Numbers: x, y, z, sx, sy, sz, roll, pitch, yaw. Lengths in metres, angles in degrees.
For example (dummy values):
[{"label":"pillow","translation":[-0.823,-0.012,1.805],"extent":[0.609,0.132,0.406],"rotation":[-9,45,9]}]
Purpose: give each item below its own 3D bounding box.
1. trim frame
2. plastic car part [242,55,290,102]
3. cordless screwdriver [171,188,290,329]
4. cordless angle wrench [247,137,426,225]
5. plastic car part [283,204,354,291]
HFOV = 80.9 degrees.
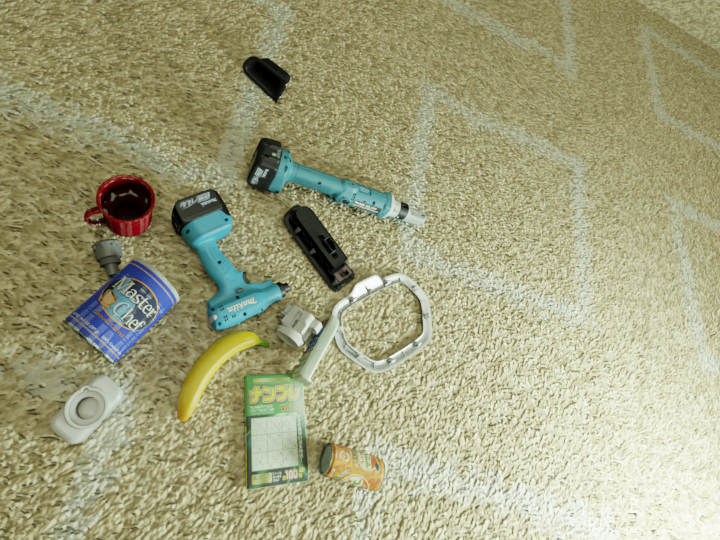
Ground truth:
[{"label":"trim frame","translation":[0.053,0.101,0.884],"extent":[0.242,0.028,0.188],"rotation":[-24,78,-27]},{"label":"plastic car part","translation":[-0.215,-0.471,1.010],"extent":[0.117,0.066,0.070],"rotation":[43,44,2]},{"label":"cordless screwdriver","translation":[-0.246,-0.030,0.796],"extent":[0.155,0.075,0.252],"rotation":[-22,82,-29]},{"label":"cordless angle wrench","translation":[-0.034,-0.173,0.933],"extent":[0.409,0.099,0.076],"rotation":[16,61,-19]},{"label":"plastic car part","translation":[-0.086,-0.056,0.879],"extent":[0.065,0.067,0.206],"rotation":[-35,82,-24]}]
